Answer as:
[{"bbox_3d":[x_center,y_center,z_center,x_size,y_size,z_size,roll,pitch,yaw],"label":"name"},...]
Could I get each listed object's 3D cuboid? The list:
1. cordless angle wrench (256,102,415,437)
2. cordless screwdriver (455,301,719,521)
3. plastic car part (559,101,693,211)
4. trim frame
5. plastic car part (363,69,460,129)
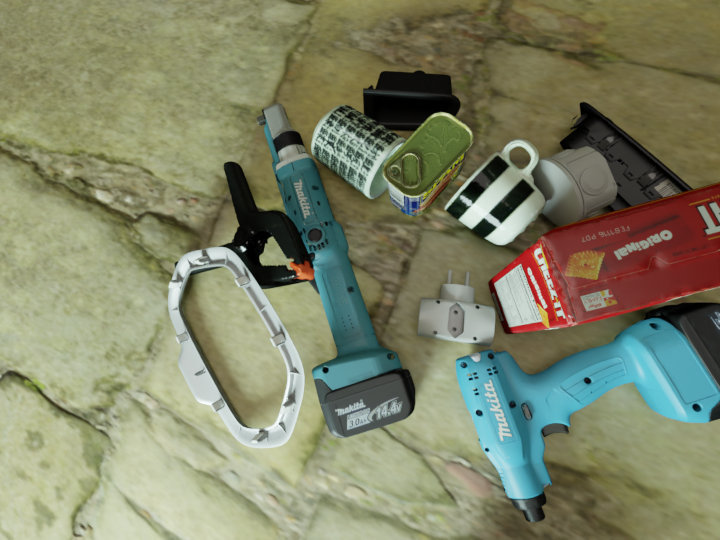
[{"bbox_3d":[-0.050,-0.033,0.510,0.099,0.072,0.435,-21,71,5],"label":"cordless angle wrench"},{"bbox_3d":[0.237,0.131,0.406,0.252,0.072,0.163,-19,74,11],"label":"cordless screwdriver"},{"bbox_3d":[0.296,-0.096,0.459,0.068,0.063,0.209,-40,72,26],"label":"plastic car part"},{"bbox_3d":[-0.155,0.087,0.488,0.186,0.026,0.255,-44,73,32],"label":"trim frame"},{"bbox_3d":[0.065,-0.225,0.541,0.118,0.064,0.072,3,64,8],"label":"plastic car part"}]
